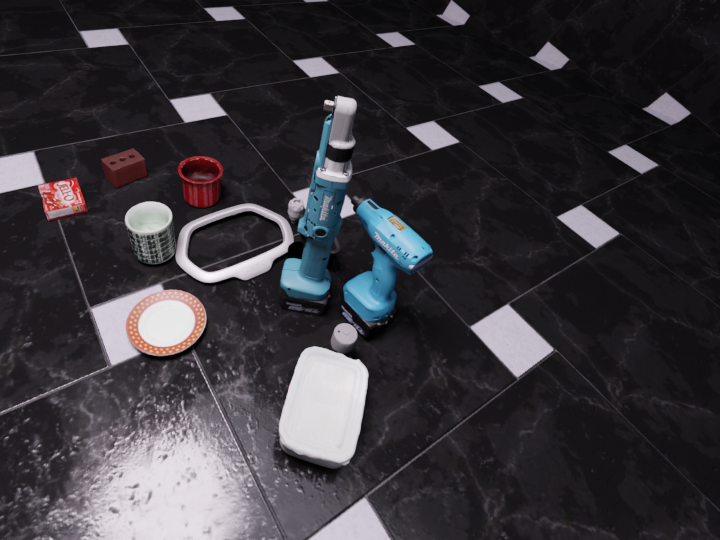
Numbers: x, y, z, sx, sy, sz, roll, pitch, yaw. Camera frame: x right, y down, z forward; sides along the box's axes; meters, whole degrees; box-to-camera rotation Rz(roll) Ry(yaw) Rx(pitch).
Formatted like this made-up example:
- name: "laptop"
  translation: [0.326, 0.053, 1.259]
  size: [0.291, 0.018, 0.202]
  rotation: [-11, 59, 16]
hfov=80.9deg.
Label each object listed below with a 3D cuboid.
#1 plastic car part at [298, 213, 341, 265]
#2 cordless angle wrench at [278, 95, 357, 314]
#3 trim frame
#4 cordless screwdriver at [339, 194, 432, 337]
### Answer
- name: "plastic car part"
  translation: [-0.086, -0.056, 0.878]
  size: [0.064, 0.070, 0.122]
  rotation: [-7, 52, -20]
- name: "cordless angle wrench"
  translation: [-0.063, -0.078, 0.669]
  size: [0.097, 0.416, 0.076]
  rotation: [12, 48, -7]
- name: "trim frame"
  translation: [-0.258, -0.060, 0.874]
  size: [0.242, 0.027, 0.193]
  rotation: [-25, 59, -30]
- name: "cordless screwdriver"
  translation: [0.019, -0.004, 0.736]
  size: [0.072, 0.244, 0.166]
  rotation: [-26, 61, -33]
